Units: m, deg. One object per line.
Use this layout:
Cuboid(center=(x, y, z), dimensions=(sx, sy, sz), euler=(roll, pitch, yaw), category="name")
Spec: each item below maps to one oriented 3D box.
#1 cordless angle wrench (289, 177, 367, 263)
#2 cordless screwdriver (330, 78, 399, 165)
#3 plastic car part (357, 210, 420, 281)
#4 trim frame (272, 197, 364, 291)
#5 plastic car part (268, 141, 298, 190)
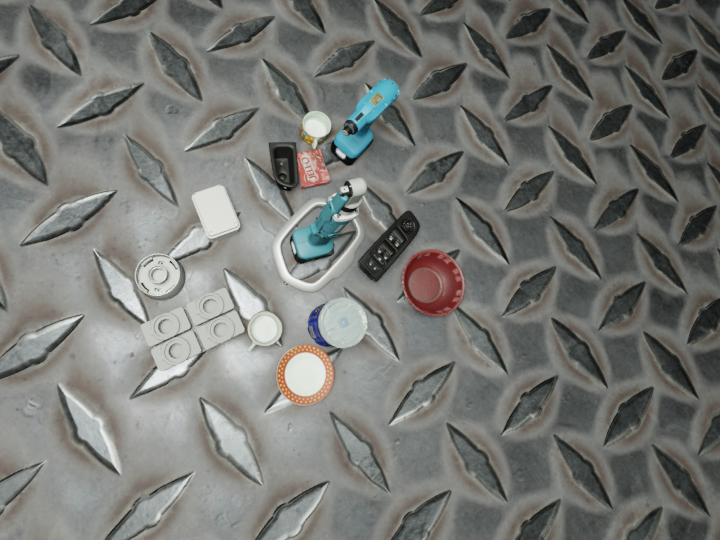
Cuboid(center=(-0.061, -0.092, 0.820), dimensions=(0.096, 0.427, 0.075), euler=(-15, 85, -18), category="cordless angle wrench")
Cuboid(center=(-0.011, -0.320, 0.976), dimensions=(0.074, 0.251, 0.158), euler=(43, 72, -5), category="cordless screwdriver")
Cuboid(center=(0.070, -0.060, 1.027), dimensions=(0.066, 0.067, 0.202), euler=(43, 73, -3), category="plastic car part")
Cuboid(center=(-0.099, -0.065, 1.014), dimensions=(0.184, 0.028, 0.247), euler=(40, 73, 0), category="trim frame")
Cuboid(center=(-0.185, -0.242, 1.016), dimensions=(0.064, 0.071, 0.118), euler=(-4, 79, -15), category="plastic car part")
